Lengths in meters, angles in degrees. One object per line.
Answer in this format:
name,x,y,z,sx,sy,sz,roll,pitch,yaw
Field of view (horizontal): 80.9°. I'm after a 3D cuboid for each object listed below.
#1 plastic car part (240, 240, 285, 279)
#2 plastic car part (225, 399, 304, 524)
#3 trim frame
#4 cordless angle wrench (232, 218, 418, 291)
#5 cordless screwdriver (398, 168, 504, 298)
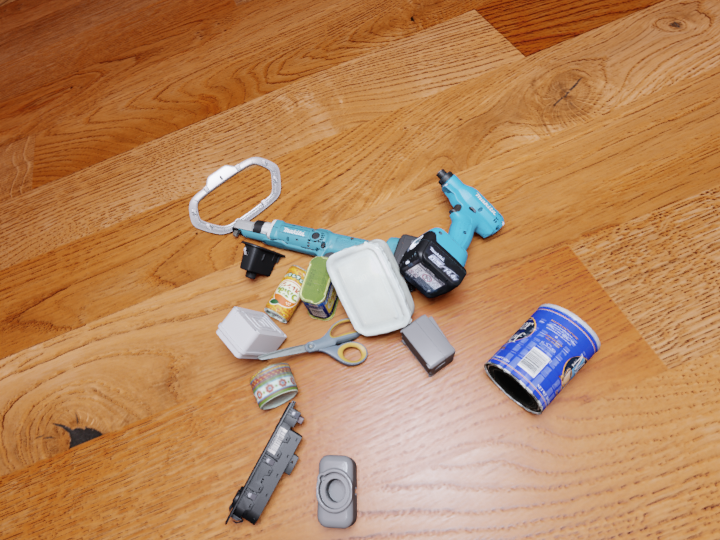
plastic car part,-0.213,-0.017,0.868,0.068,0.113,0.071,15,90,17
plastic car part,-0.146,0.318,0.692,0.067,0.066,0.203,34,70,-2
trim frame,-0.304,-0.186,1.022,0.247,0.026,0.193,-39,60,-8
cordless angle wrench,-0.086,-0.056,0.879,0.439,0.071,0.098,14,65,22
cordless screwdriver,0.155,-0.078,0.770,0.159,0.075,0.246,45,55,-1
